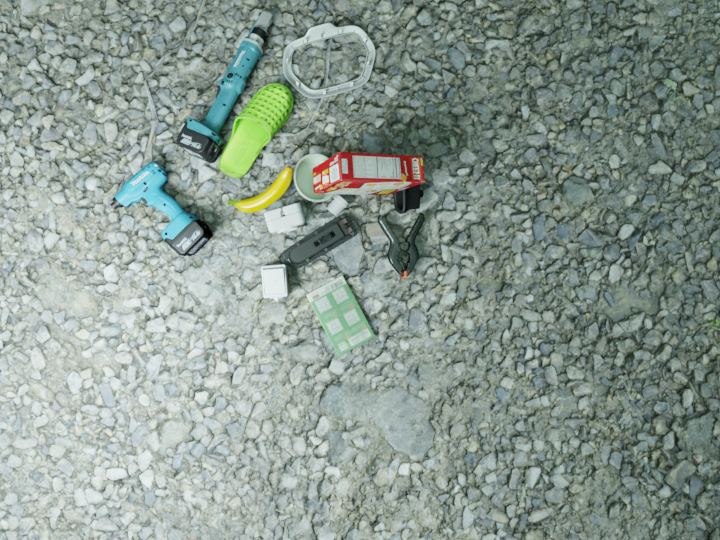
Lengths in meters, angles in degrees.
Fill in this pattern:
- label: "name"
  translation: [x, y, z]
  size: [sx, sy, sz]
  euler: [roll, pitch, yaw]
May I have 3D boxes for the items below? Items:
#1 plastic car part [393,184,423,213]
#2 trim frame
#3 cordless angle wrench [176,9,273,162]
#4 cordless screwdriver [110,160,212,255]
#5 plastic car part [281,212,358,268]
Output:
- label: "plastic car part"
  translation: [0.125, -0.204, 1.083]
  size: [0.069, 0.068, 0.116]
  euler: [-6, 92, -17]
- label: "trim frame"
  translation: [-0.082, -0.551, 1.106]
  size: [0.249, 0.027, 0.185]
  euler: [-15, 87, 1]
- label: "cordless angle wrench"
  translation: [-0.325, -0.481, 1.079]
  size: [0.101, 0.072, 0.423]
  euler: [24, 84, 13]
- label: "cordless screwdriver"
  translation: [-0.504, -0.138, 1.067]
  size: [0.159, 0.074, 0.251]
  euler: [-40, 85, -2]
- label: "plastic car part"
  translation: [-0.105, -0.069, 1.074]
  size: [0.203, 0.068, 0.065]
  euler: [-31, 99, 1]
